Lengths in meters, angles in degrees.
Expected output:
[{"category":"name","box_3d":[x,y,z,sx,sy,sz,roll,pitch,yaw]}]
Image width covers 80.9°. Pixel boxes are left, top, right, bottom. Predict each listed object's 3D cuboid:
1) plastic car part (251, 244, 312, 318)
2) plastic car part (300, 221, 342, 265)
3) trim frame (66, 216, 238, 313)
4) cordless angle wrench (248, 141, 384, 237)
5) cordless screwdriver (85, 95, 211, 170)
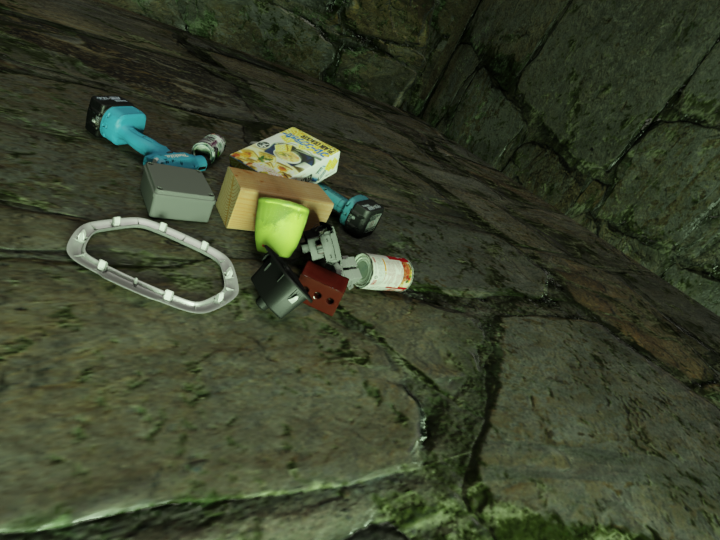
[{"category":"plastic car part","box_3d":[-0.129,0.026,0.637,0.062,0.071,0.123,47,3,-41]},{"category":"plastic car part","box_3d":[-0.076,-0.049,0.774,0.067,0.065,0.207,-22,13,-2]},{"category":"trim frame","box_3d":[-0.295,-0.016,0.622,0.247,0.027,0.186,26,28,-4]},{"category":"cordless angle wrench","box_3d":[-0.137,-0.229,1.078,0.441,0.074,0.095,35,29,23]},{"category":"cordless screwdriver","box_3d":[-0.448,-0.277,0.900,0.255,0.074,0.155,37,29,12]}]
